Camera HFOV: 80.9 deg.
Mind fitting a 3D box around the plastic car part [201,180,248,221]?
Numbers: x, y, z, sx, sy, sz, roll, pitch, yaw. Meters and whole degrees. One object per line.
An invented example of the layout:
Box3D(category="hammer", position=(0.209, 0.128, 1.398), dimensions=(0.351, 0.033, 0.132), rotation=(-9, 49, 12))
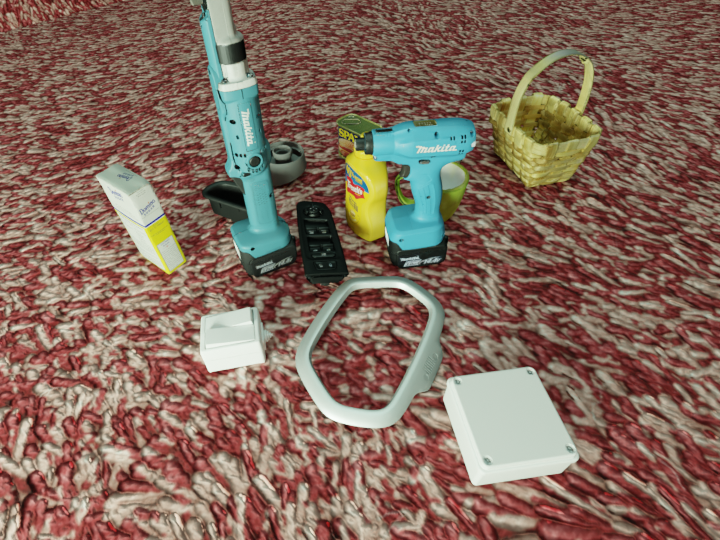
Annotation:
Box3D(category="plastic car part", position=(-0.231, -0.120, 0.790), dimensions=(0.120, 0.068, 0.066), rotation=(15, 48, 16))

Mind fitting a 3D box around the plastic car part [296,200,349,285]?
Box3D(category="plastic car part", position=(-0.070, -0.045, 0.711), dimensions=(0.066, 0.065, 0.212), rotation=(-9, 47, -7))

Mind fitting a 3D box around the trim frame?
Box3D(category="trim frame", position=(0.019, 0.100, 0.593), dimensions=(0.191, 0.026, 0.248), rotation=(19, 50, 20))

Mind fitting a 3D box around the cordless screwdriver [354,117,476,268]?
Box3D(category="cordless screwdriver", position=(0.070, -0.111, 0.643), dimensions=(0.159, 0.240, 0.077), rotation=(-3, 46, -3))

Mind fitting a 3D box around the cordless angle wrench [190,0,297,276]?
Box3D(category="cordless angle wrench", position=(-0.158, -0.163, 0.592), dimensions=(0.096, 0.409, 0.078), rotation=(-21, 50, -19))
